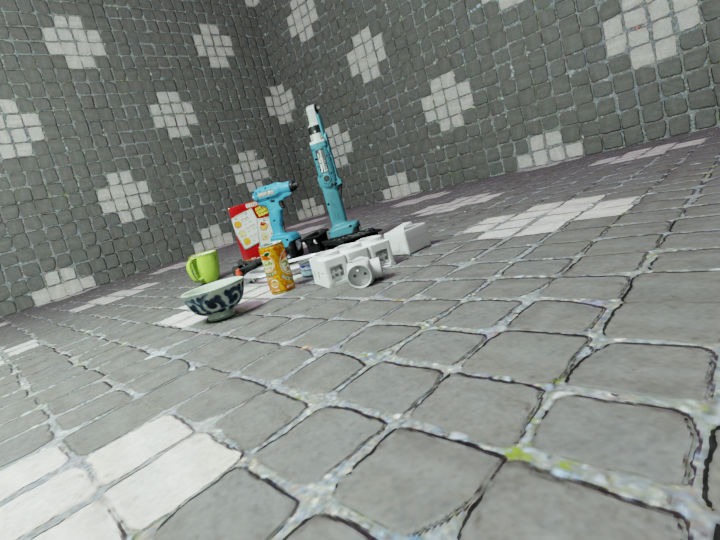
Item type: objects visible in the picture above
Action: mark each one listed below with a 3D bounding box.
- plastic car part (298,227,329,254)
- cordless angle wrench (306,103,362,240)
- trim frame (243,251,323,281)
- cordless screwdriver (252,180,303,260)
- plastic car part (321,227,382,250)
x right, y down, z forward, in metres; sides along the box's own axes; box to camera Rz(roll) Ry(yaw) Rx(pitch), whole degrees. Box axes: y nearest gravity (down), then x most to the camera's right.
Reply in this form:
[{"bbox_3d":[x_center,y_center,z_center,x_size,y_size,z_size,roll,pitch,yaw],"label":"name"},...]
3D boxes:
[{"bbox_3d":[-0.124,-0.081,1.266,0.068,0.070,0.114,-11,11,24],"label":"plastic car part"},{"bbox_3d":[-0.089,-0.264,1.215,0.100,0.418,0.073,-14,7,14],"label":"cordless angle wrench"},{"bbox_3d":[-0.192,-0.011,1.130,0.246,0.027,0.188,-17,11,-8],"label":"trim frame"},{"bbox_3d":[-0.239,-0.157,1.340,0.164,0.246,0.073,-11,8,26],"label":"cordless screwdriver"},{"bbox_3d":[-0.008,-0.069,1.063,0.069,0.066,0.197,-8,13,37],"label":"plastic car part"}]
